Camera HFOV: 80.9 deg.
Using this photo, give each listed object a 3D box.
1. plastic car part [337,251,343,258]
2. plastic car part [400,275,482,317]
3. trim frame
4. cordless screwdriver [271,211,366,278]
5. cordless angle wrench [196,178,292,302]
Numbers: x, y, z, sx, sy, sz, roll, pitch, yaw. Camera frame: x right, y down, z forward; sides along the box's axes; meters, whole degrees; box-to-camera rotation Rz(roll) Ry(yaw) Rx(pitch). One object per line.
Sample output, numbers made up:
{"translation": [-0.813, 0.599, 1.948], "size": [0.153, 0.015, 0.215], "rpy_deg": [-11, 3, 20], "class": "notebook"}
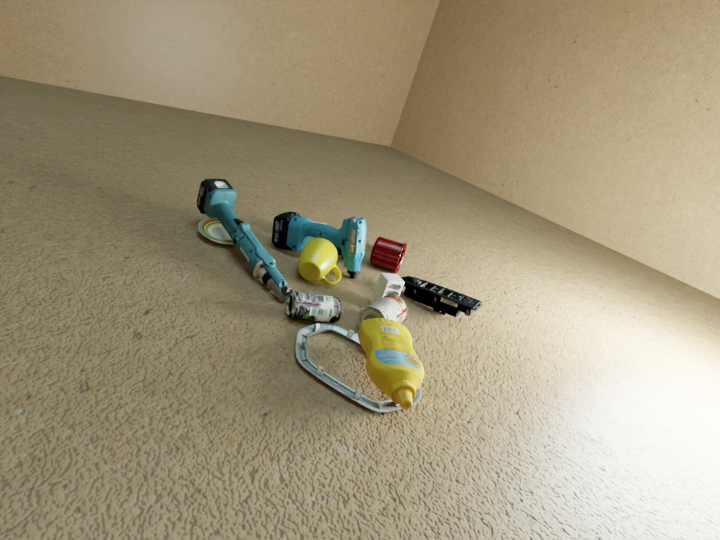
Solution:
{"translation": [-0.030, -0.054, 1.163], "size": [0.071, 0.067, 0.115], "rpy_deg": [3, -13, -3], "class": "plastic car part"}
{"translation": [0.190, 0.067, 1.052], "size": [0.213, 0.066, 0.064], "rpy_deg": [25, 31, 28], "class": "plastic car part"}
{"translation": [-0.006, 0.165, 0.766], "size": [0.259, 0.027, 0.179], "rpy_deg": [25, 24, 21], "class": "trim frame"}
{"translation": [-0.109, -0.071, 1.111], "size": [0.258, 0.157, 0.073], "rpy_deg": [9, 16, 20], "class": "cordless screwdriver"}
{"translation": [-0.278, -0.074, 1.014], "size": [0.071, 0.097, 0.446], "rpy_deg": [-7, 43, -41], "class": "cordless angle wrench"}
